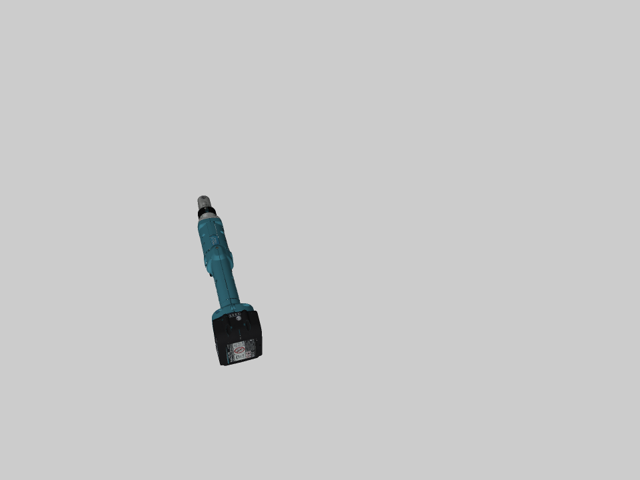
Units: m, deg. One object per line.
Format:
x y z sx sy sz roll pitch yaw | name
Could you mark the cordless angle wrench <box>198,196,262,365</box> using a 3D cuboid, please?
-0.201 0.042 0.836 0.074 0.098 0.421 -10 45 -18 | cordless angle wrench
